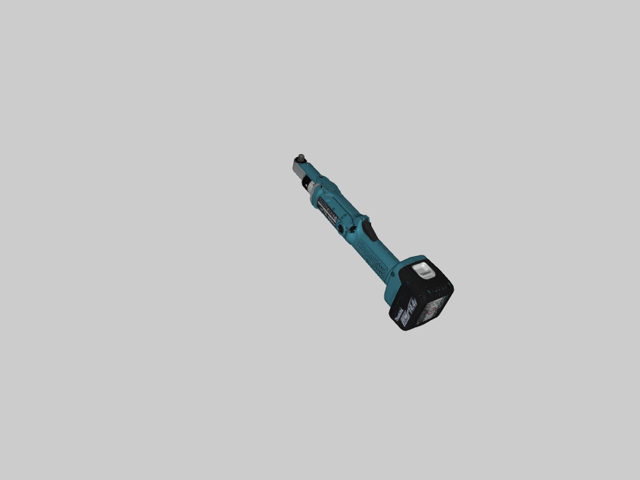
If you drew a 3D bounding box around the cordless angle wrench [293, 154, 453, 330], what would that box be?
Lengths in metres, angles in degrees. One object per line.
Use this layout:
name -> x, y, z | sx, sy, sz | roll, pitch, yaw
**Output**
cordless angle wrench -> 0.059, -0.026, 0.768 | 0.074, 0.098, 0.422 | -15, 49, -31
